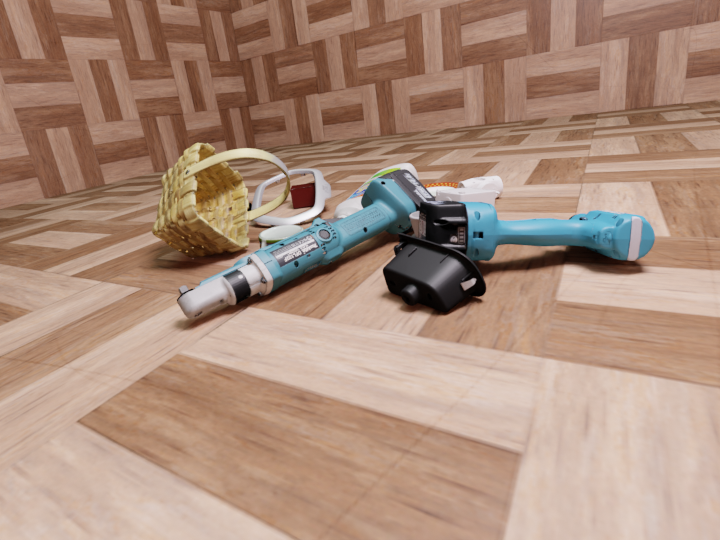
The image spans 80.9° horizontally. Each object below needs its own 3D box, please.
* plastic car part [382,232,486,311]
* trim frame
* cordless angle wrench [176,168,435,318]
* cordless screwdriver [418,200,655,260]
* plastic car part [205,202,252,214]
[{"bbox_3d":[0.071,0.010,0.480,0.070,0.063,0.123,-35,33,-22],"label":"plastic car part"},{"bbox_3d":[-0.160,-0.172,0.975,0.185,0.026,0.257,-12,38,4],"label":"trim frame"},{"bbox_3d":[-0.059,-0.039,0.608,0.412,0.101,0.074,-30,-18,-34],"label":"cordless angle wrench"},{"bbox_3d":[0.203,-0.053,0.550,0.253,0.073,0.159,1,12,8],"label":"cordless screwdriver"},{"bbox_3d":[-0.288,-0.124,0.944,0.067,0.065,0.206,2,21,-1],"label":"plastic car part"}]
